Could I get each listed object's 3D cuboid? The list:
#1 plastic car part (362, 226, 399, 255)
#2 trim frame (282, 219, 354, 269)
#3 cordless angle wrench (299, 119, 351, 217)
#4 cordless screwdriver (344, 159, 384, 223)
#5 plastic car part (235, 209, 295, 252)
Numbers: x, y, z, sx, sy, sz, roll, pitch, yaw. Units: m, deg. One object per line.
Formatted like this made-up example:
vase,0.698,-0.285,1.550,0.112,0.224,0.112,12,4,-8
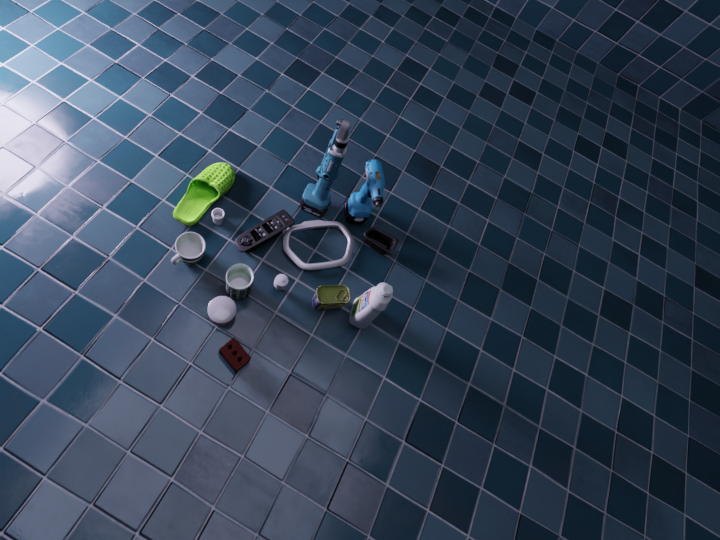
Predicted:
plastic car part,0.059,-0.094,1.425,0.117,0.071,0.066,29,61,0
trim frame,-0.137,-0.089,1.399,0.242,0.027,0.190,-10,67,-18
cordless angle wrench,-0.098,-0.306,1.292,0.097,0.422,0.075,25,62,-7
cordless screwdriver,0.017,-0.227,1.380,0.072,0.248,0.163,3,65,-17
plastic car part,-0.309,-0.117,1.348,0.199,0.067,0.068,-34,79,-26
